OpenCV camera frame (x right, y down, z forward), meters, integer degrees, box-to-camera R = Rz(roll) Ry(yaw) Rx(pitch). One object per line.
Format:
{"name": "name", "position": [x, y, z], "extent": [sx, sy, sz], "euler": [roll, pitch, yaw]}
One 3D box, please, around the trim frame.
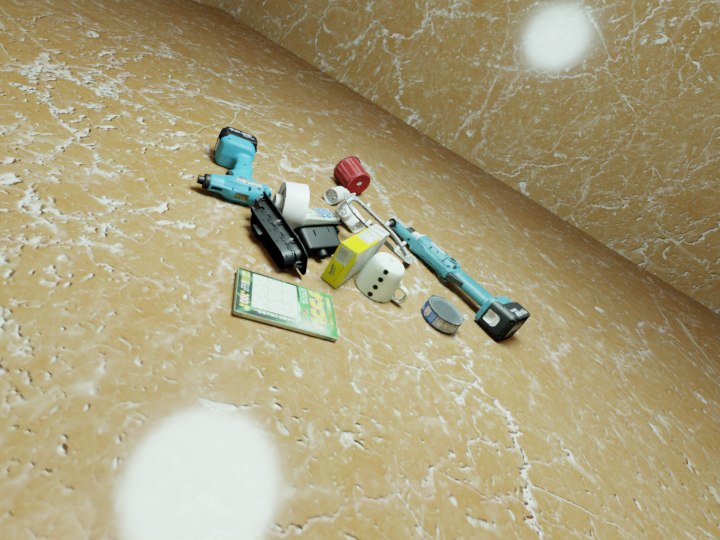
{"name": "trim frame", "position": [0.047, -0.110, 1.052], "extent": [0.241, 0.028, 0.188], "euler": [43, 18, -17]}

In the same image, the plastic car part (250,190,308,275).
{"name": "plastic car part", "position": [-0.167, -0.071, 0.824], "extent": [0.064, 0.066, 0.213], "euler": [-13, 49, -40]}

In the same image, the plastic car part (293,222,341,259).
{"name": "plastic car part", "position": [-0.087, -0.057, 0.886], "extent": [0.111, 0.066, 0.073], "euler": [-10, 62, -46]}

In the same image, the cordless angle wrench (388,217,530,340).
{"name": "cordless angle wrench", "position": [0.219, -0.005, 1.068], "extent": [0.093, 0.074, 0.445], "euler": [-2, 39, -46]}

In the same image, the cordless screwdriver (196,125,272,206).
{"name": "cordless screwdriver", "position": [-0.300, -0.244, 0.974], "extent": [0.152, 0.074, 0.261], "euler": [11, 37, -31]}
